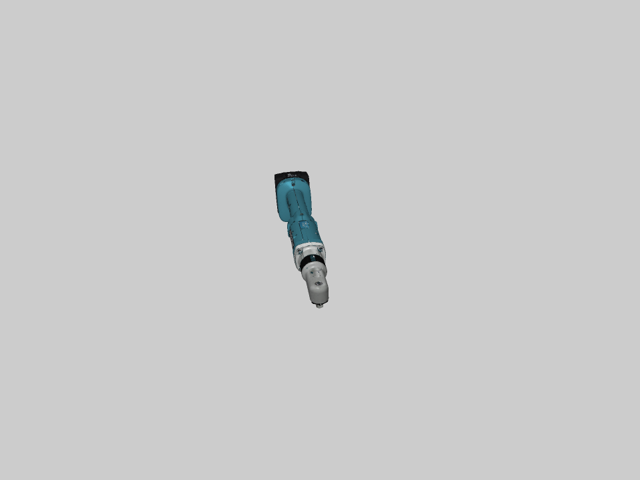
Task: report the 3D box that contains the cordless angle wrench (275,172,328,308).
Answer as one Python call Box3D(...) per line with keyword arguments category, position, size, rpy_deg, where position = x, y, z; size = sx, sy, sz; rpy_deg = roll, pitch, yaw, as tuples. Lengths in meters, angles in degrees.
Box3D(category="cordless angle wrench", position=(-0.033, -0.019, 0.775), size=(0.074, 0.098, 0.422), rpy_deg=(-6, 28, -7))
